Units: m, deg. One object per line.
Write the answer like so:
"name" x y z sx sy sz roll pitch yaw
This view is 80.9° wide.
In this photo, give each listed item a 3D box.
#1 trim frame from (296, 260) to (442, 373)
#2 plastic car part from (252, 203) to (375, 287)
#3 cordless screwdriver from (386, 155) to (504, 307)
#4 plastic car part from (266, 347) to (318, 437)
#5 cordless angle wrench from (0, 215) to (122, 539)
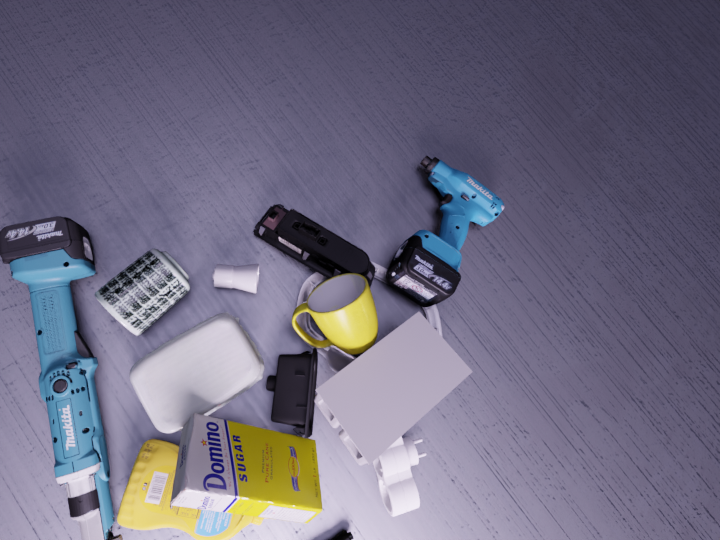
"trim frame" 0.019 0.083 0.656 0.247 0.028 0.184 30 72 -3
"plastic car part" -0.063 -0.041 0.644 0.205 0.066 0.066 33 60 5
"cordless screwdriver" 0.122 -0.075 0.688 0.159 0.074 0.248 36 61 0
"plastic car part" -0.097 0.169 0.595 0.071 0.064 0.119 0 71 1
"cordless angle wrench" -0.372 0.143 0.542 0.096 0.075 0.429 -14 80 -16
